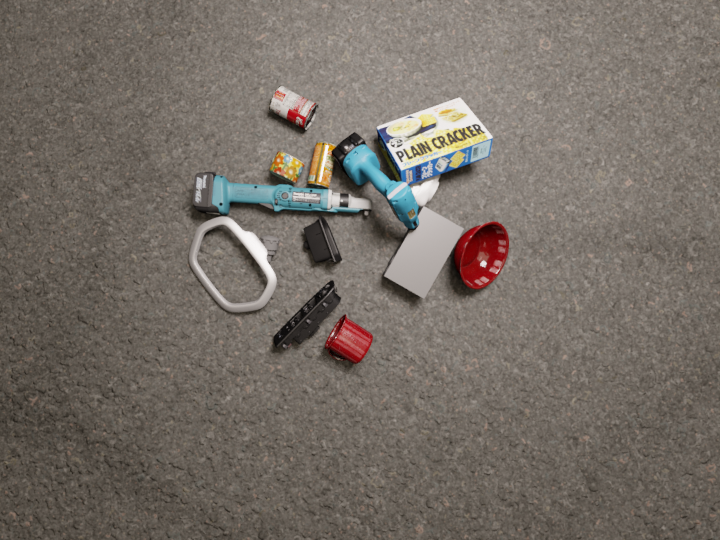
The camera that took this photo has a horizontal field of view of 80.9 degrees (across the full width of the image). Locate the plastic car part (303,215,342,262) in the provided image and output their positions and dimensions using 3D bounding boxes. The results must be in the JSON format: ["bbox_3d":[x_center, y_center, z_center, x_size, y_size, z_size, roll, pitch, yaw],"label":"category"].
[{"bbox_3d":[-0.099,-0.065,1.017,0.072,0.064,0.118,-25,84,13],"label":"plastic car part"}]

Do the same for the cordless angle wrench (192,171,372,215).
[{"bbox_3d":[-0.182,-0.174,1.018,0.423,0.074,0.098,4,88,-1],"label":"cordless angle wrench"}]

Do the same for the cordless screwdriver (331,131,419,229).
[{"bbox_3d":[0.042,-0.197,0.964,0.074,0.151,0.262,-40,57,0],"label":"cordless screwdriver"}]

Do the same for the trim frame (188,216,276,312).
[{"bbox_3d":[-0.308,-0.012,1.015,0.186,0.027,0.251,-40,85,14],"label":"trim frame"}]

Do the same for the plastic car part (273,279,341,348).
[{"bbox_3d":[-0.119,0.111,1.003,0.066,0.067,0.203,40,89,-10],"label":"plastic car part"}]
